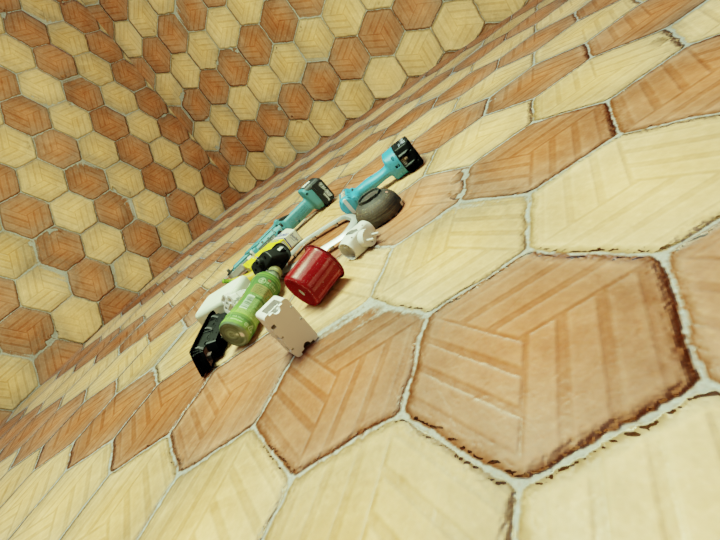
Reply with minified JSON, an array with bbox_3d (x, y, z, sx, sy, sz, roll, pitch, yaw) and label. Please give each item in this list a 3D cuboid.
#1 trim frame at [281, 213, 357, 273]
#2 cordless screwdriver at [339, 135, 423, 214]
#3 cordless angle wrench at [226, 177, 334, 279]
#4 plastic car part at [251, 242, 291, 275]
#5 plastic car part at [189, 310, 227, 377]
[{"bbox_3d":[-0.104,-0.068,1.066,0.253,0.027,0.187,-27,23,21],"label":"trim frame"},{"bbox_3d":[0.043,-0.256,1.149,0.251,0.072,0.163,-37,21,13],"label":"cordless screwdriver"},{"bbox_3d":[-0.262,-0.124,1.354,0.421,0.095,0.077,-46,20,-8],"label":"cordless angle wrench"},{"bbox_3d":[-0.230,-0.020,1.041,0.068,0.068,0.117,-19,-20,-44],"label":"plastic car part"},{"bbox_3d":[-0.322,0.144,0.939,0.067,0.064,0.209,-27,22,1],"label":"plastic car part"}]
